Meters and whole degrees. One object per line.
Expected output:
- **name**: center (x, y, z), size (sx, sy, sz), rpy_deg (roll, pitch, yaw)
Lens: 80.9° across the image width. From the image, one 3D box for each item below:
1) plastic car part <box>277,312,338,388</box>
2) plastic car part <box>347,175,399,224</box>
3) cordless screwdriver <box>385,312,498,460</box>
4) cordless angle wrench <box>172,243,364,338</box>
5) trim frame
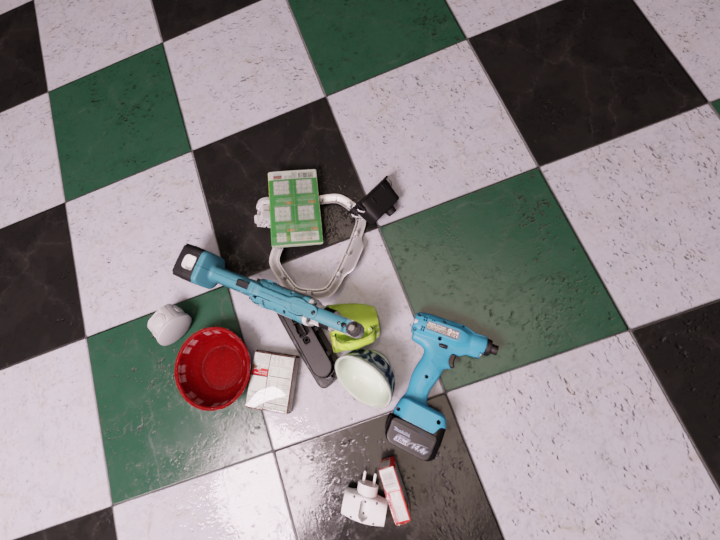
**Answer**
- **plastic car part**: center (-0.105, 0.135, 0.848), size (0.066, 0.066, 0.208), rpy_deg (-30, 75, -8)
- **plastic car part**: center (0.040, -0.141, 0.887), size (0.115, 0.067, 0.071), rpy_deg (-42, 94, -21)
- **cordless screwdriver**: center (0.146, 0.215, 0.775), size (0.163, 0.072, 0.250), rpy_deg (17, 75, 13)
- **cordless angle wrench**: center (-0.184, 0.045, 0.821), size (0.442, 0.093, 0.074), rpy_deg (18, 80, 26)
- **trim frame**: center (-0.088, -0.057, 0.898), size (0.189, 0.027, 0.249), rpy_deg (21, 72, 13)
